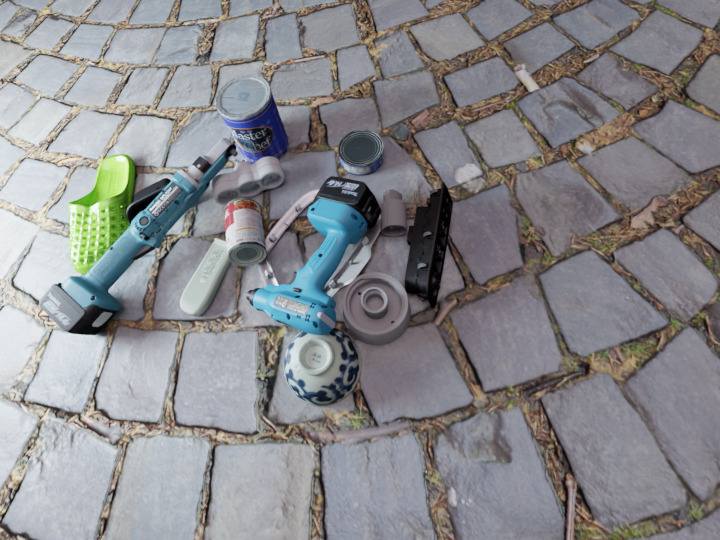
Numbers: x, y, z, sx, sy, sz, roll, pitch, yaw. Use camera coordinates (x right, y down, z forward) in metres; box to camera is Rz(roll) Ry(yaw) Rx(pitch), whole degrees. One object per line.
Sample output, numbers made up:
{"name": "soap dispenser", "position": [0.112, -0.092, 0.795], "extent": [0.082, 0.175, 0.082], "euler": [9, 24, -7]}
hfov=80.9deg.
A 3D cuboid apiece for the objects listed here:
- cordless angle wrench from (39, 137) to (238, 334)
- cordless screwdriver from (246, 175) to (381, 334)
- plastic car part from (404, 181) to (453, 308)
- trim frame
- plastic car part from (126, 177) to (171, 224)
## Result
{"name": "cordless angle wrench", "position": [-0.372, -0.077, 0.751], "extent": [0.100, 0.073, 0.422], "euler": [37, 81, 10]}
{"name": "cordless screwdriver", "position": [-0.076, -0.031, 0.677], "extent": [0.167, 0.070, 0.250], "euler": [12, 68, 32]}
{"name": "plastic car part", "position": [0.108, -0.042, 0.682], "extent": [0.069, 0.063, 0.206], "euler": [0, 65, 19]}
{"name": "trim frame", "position": [-0.072, -0.047, 0.736], "extent": [0.191, 0.026, 0.247], "euler": [32, 73, 21]}
{"name": "plastic car part", "position": [-0.403, -0.141, 0.827], "extent": [0.117, 0.063, 0.074], "euler": [-22, 50, 2]}
